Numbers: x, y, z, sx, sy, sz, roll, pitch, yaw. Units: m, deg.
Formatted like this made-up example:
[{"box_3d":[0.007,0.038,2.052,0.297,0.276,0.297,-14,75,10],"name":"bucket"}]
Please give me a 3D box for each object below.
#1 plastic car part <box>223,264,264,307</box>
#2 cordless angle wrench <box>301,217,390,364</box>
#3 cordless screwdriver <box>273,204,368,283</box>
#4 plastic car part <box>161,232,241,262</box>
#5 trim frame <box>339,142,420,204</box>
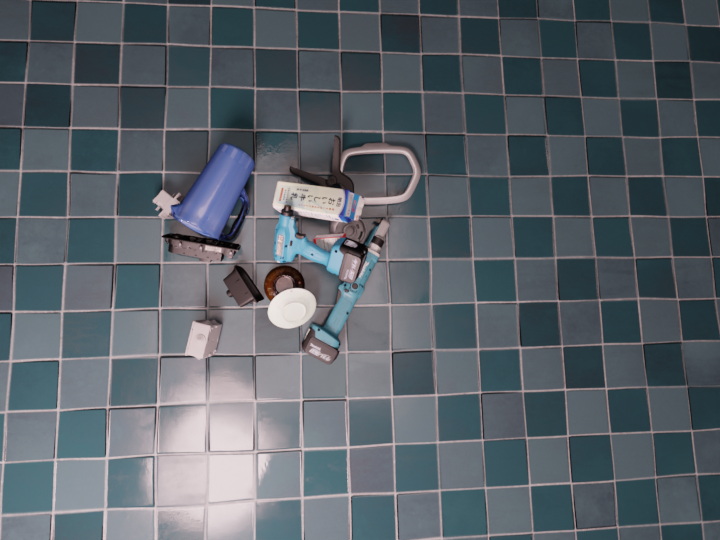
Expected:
[{"box_3d":[-0.322,0.051,1.133,0.071,0.065,0.117,-38,86,6],"name":"plastic car part"},{"box_3d":[-0.022,0.044,1.151,0.097,0.075,0.423,28,80,-4],"name":"cordless angle wrench"},{"box_3d":[-0.107,-0.070,1.095,0.256,0.074,0.156,17,117,14],"name":"cordless screwdriver"},{"box_3d":[-0.429,-0.061,1.135,0.201,0.068,0.066,14,110,-5],"name":"plastic car part"},{"box_3d":[0.051,-0.280,1.213,0.247,0.027,0.185,-4,85,-4],"name":"trim frame"}]
